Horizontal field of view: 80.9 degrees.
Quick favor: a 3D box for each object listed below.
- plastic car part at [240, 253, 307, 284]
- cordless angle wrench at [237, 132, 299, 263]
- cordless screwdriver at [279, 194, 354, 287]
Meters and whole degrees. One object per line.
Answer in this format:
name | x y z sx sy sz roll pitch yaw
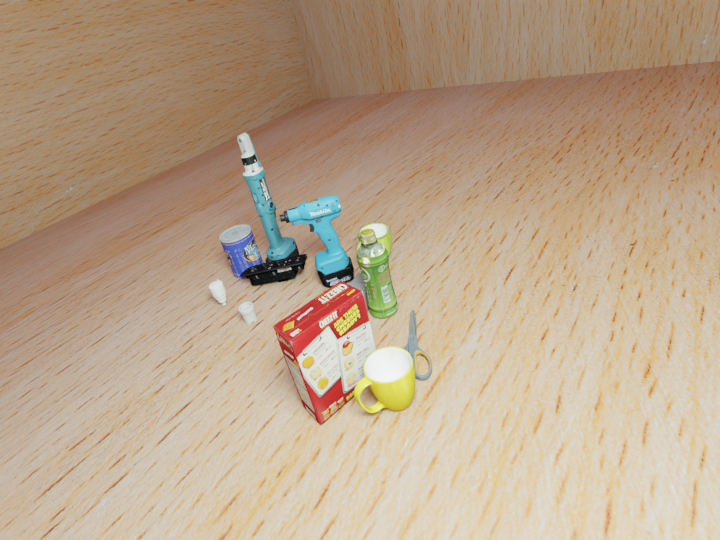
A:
plastic car part | -0.251 0.002 1.242 0.207 0.064 0.067 -8 31 12
cordless angle wrench | -0.277 -0.190 1.226 0.078 0.407 0.097 6 35 31
cordless screwdriver | -0.110 -0.072 1.129 0.159 0.240 0.077 -14 29 1
